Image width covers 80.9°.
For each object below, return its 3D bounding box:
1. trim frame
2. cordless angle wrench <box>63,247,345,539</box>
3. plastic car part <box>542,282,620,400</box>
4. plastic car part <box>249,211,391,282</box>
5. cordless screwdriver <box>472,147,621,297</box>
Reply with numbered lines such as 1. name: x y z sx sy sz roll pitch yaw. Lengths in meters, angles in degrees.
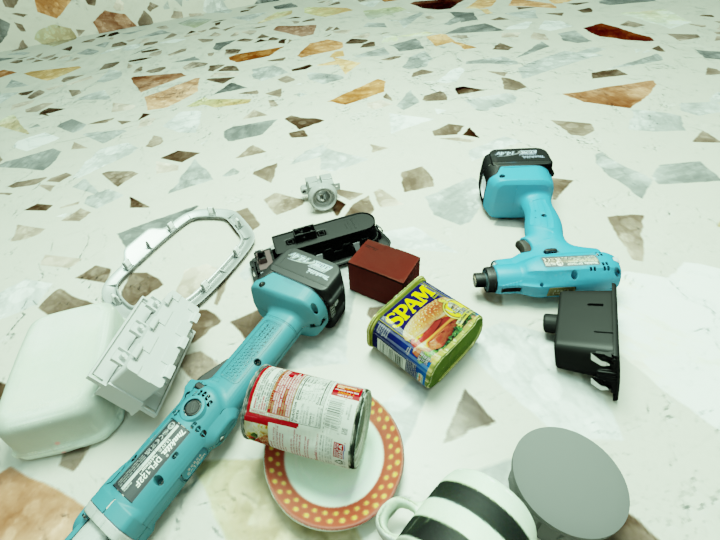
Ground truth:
1. trim frame: -0.270 -0.022 0.637 0.192 0.026 0.248 14 49 23
2. cordless angle wrench: -0.157 0.144 0.416 0.102 0.071 0.420 19 52 25
3. plastic car part: 0.233 0.064 0.448 0.074 0.063 0.117 -1 39 27
4. plastic car part: -0.059 -0.038 0.599 0.200 0.065 0.069 -14 36 -10
5. cordless screwdriver: 0.213 -0.067 0.576 0.160 0.071 0.257 -5 47 3
